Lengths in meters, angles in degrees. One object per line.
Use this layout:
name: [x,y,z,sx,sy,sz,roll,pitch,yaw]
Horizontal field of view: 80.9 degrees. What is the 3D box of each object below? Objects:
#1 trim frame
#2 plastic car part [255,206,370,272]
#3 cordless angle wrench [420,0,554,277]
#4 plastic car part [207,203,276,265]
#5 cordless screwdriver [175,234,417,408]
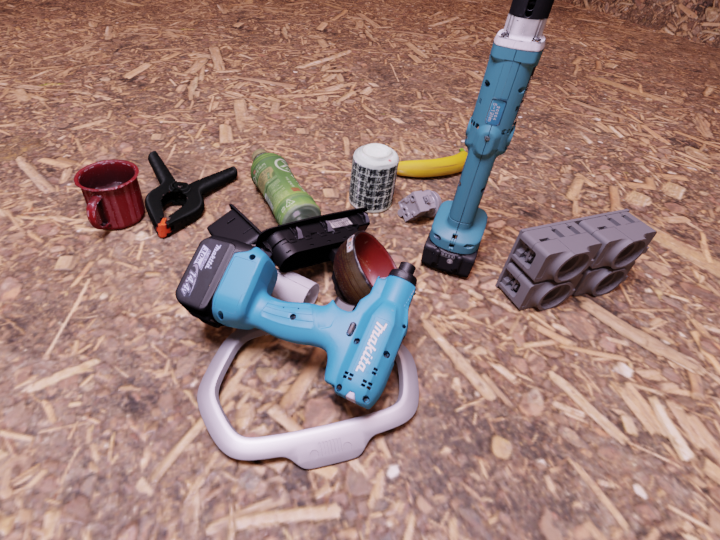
trim frame: [-0.056,0.122,0.477,0.243,0.027,0.193,-8,42,-15]
plastic car part: [-0.058,-0.038,0.596,0.195,0.067,0.069,-13,62,-41]
cordless angle wrench: [0.161,-0.173,0.526,0.076,0.412,0.098,20,43,13]
plastic car part: [-0.188,-0.043,0.631,0.070,0.063,0.123,-38,52,-21]
cordless screwdriver: [-0.069,0.026,0.477,0.257,0.072,0.160,21,71,16]
